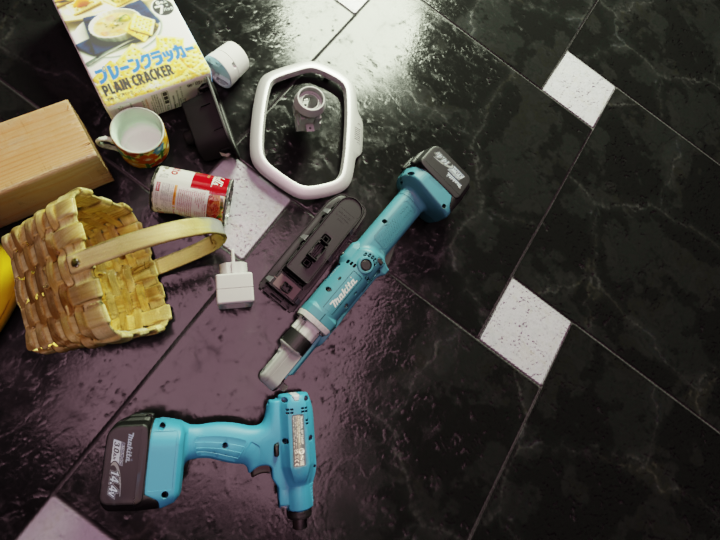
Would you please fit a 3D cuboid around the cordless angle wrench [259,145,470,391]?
[{"bbox_3d":[0.001,-0.006,0.616,0.096,0.076,0.421,42,75,-9],"label":"cordless angle wrench"}]

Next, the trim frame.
[{"bbox_3d":[-0.083,-0.230,0.681,0.181,0.027,0.252,4,73,-9],"label":"trim frame"}]

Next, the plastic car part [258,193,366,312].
[{"bbox_3d":[-0.060,-0.040,0.618,0.066,0.067,0.202,37,69,-1],"label":"plastic car part"}]

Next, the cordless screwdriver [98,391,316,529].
[{"bbox_3d":[-0.175,0.243,0.515,0.243,0.075,0.162,-2,77,-16],"label":"cordless screwdriver"}]

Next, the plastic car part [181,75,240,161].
[{"bbox_3d":[-0.232,-0.216,0.635,0.071,0.065,0.118,-17,84,-1],"label":"plastic car part"}]
